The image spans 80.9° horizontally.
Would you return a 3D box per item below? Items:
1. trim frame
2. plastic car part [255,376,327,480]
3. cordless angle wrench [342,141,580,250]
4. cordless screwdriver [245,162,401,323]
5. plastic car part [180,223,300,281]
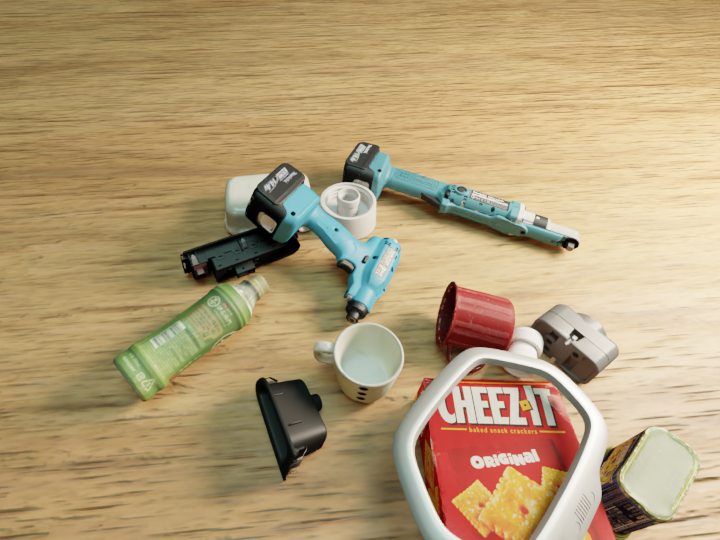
[{"bbox_3d":[0.146,0.182,0.435,0.193,0.027,0.244,33,53,28],"label":"trim frame"},{"bbox_3d":[-0.079,0.175,0.514,0.068,0.065,0.122,-5,44,-27],"label":"plastic car part"},{"bbox_3d":[0.175,-0.127,0.771,0.435,0.072,0.098,21,51,14],"label":"cordless angle wrench"},{"bbox_3d":[-0.063,-0.041,0.645,0.247,0.075,0.159,35,52,-3],"label":"cordless screwdriver"},{"bbox_3d":[-0.180,-0.030,0.682,0.198,0.065,0.070,-26,61,-23],"label":"plastic car part"}]
